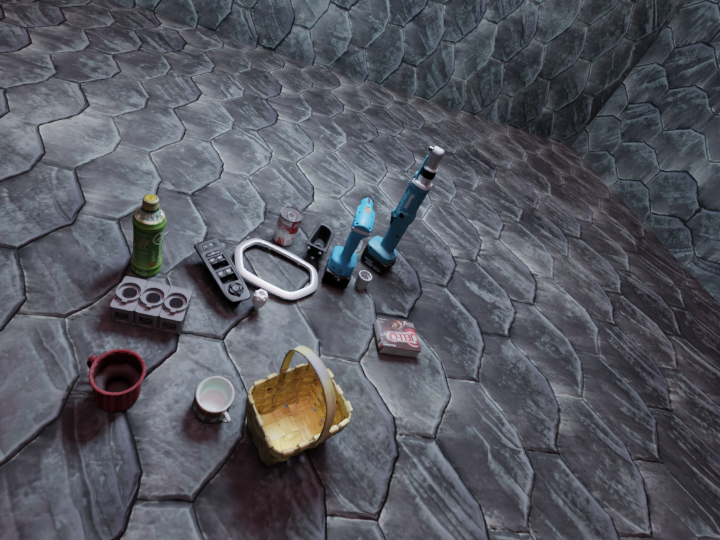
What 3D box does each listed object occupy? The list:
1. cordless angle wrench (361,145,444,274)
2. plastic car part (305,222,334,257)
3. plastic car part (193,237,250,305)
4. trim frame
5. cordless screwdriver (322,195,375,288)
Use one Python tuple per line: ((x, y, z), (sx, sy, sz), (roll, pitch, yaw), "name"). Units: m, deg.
((0.125, -0.163, 1.196), (0.101, 0.420, 0.073), (39, 41, 13), "cordless angle wrench")
((-0.123, -0.081, 1.260), (0.066, 0.070, 0.117), (25, 40, -2), "plastic car part")
((-0.347, 0.011, 1.056), (0.064, 0.066, 0.212), (-18, 55, -40), "plastic car part")
((-0.231, -0.007, 1.161), (0.250, 0.027, 0.185), (24, 40, 1), "trim frame")
((-0.026, -0.080, 1.168), (0.073, 0.247, 0.162), (21, 40, -8), "cordless screwdriver")
